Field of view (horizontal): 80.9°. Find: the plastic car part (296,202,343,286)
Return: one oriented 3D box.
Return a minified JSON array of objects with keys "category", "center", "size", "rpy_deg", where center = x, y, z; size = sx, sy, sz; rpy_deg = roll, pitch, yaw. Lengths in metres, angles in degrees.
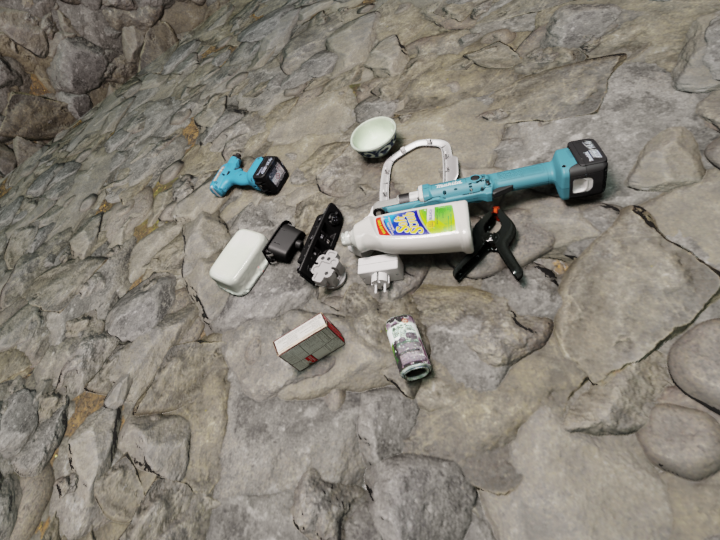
[{"category":"plastic car part","center":[-0.096,-0.063,0.978],"size":[0.070,0.063,0.204],"rpy_deg":[-12,49,52]}]

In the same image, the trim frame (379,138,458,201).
[{"category":"trim frame","center":[0.134,-0.222,0.987],"size":[0.190,0.026,0.253],"rpy_deg":[-7,53,23]}]

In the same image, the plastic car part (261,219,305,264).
[{"category":"plastic car part","center":[-0.175,-0.065,1.023],"size":[0.074,0.063,0.116],"rpy_deg":[23,66,21]}]

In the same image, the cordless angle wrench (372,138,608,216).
[{"category":"cordless angle wrench","center":[0.231,-0.160,0.833],"size":[0.434,0.071,0.100],"rpy_deg":[-9,43,18]}]

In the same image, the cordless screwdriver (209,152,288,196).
[{"category":"cordless screwdriver","center":[-0.328,-0.296,1.256],"size":[0.261,0.070,0.160],"rpy_deg":[4,59,34]}]
